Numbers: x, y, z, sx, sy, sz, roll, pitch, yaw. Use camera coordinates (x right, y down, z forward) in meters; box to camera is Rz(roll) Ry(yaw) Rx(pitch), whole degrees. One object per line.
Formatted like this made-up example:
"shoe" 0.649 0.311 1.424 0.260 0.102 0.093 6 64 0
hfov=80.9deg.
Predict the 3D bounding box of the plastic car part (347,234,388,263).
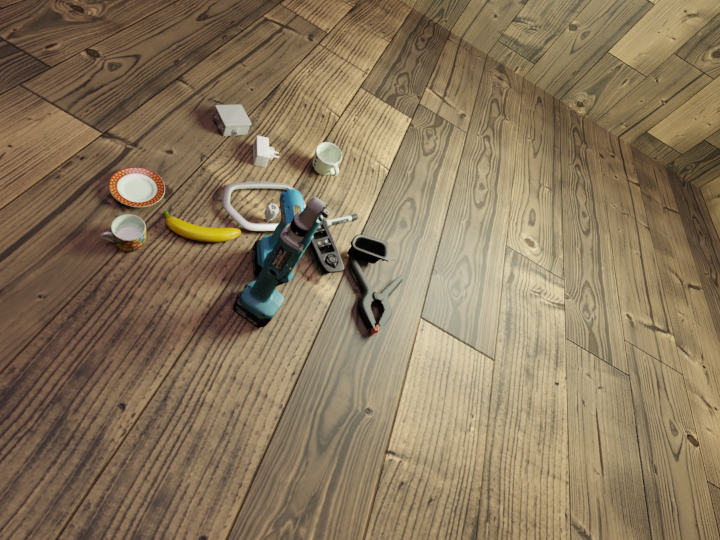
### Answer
"plastic car part" 0.014 -0.054 1.200 0.113 0.071 0.068 15 53 -17

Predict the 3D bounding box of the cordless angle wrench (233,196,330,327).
"cordless angle wrench" -0.162 -0.011 0.853 0.098 0.425 0.074 37 49 -3

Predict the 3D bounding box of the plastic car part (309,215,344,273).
"plastic car part" -0.113 -0.074 1.155 0.064 0.067 0.210 -13 64 -34

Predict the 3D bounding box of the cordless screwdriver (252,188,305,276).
"cordless screwdriver" -0.185 -0.055 0.988 0.071 0.250 0.165 4 58 -27

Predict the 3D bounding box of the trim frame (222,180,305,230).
"trim frame" -0.267 -0.186 1.187 0.239 0.027 0.191 -8 61 -30
